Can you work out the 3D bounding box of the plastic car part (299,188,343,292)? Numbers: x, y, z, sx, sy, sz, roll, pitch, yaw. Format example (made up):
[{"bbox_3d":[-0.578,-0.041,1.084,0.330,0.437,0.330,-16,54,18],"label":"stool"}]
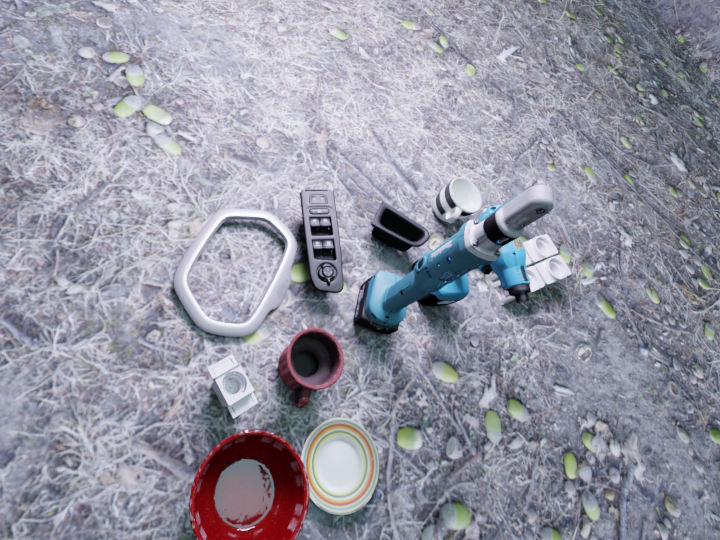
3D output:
[{"bbox_3d":[-0.077,-0.050,0.786,0.064,0.067,0.209,0,66,-24],"label":"plastic car part"}]

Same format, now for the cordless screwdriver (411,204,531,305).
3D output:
[{"bbox_3d":[0.194,0.009,0.755,0.072,0.251,0.163,3,67,-25],"label":"cordless screwdriver"}]

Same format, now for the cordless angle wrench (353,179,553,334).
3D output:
[{"bbox_3d":[0.111,-0.002,0.625,0.072,0.427,0.099,22,61,-16],"label":"cordless angle wrench"}]

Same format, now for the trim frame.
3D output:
[{"bbox_3d":[-0.209,-0.004,0.735,0.181,0.028,0.251,26,58,-8],"label":"trim frame"}]

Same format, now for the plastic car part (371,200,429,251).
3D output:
[{"bbox_3d":[0.070,-0.074,0.853,0.115,0.071,0.066,32,58,-6],"label":"plastic car part"}]
